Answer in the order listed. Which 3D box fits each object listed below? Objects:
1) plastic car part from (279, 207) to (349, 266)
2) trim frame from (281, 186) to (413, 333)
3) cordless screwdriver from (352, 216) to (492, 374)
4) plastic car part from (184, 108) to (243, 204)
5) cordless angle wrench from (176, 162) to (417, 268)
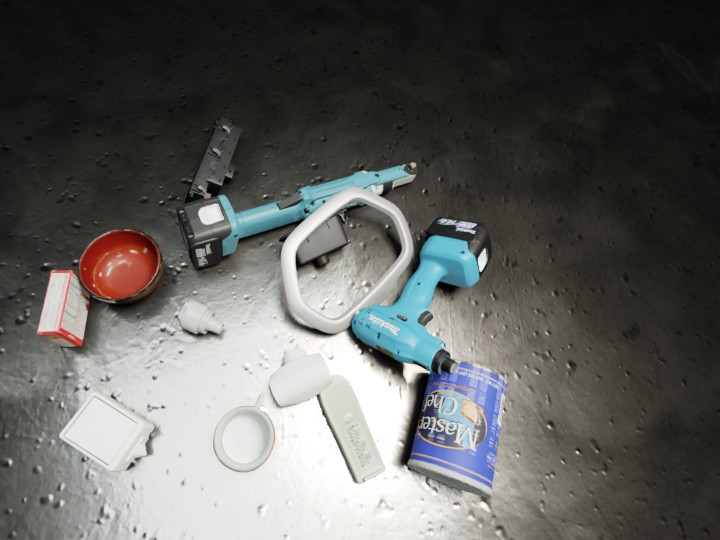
[{"bbox_3d":[-0.067,-0.044,0.688,0.115,0.066,0.071,-29,87,-17],"label":"plastic car part"},{"bbox_3d":[-0.016,-0.019,0.655,0.246,0.028,0.181,-44,102,-25],"label":"trim frame"},{"bbox_3d":[0.118,0.032,0.626,0.168,0.071,0.247,21,59,40],"label":"cordless screwdriver"},{"bbox_3d":[-0.248,-0.196,0.736,0.065,0.066,0.207,13,62,-15],"label":"plastic car part"},{"bbox_3d":[-0.083,-0.114,0.707,0.413,0.097,0.077,-20,71,-21],"label":"cordless angle wrench"}]
